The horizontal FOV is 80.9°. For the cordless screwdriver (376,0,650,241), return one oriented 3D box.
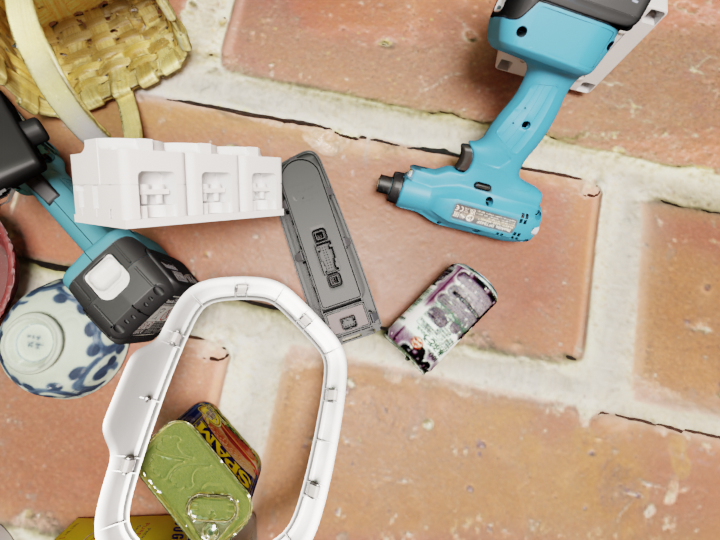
[{"bbox_3d":[0.119,-0.149,0.377,0.160,0.075,0.245,16,120,0],"label":"cordless screwdriver"}]

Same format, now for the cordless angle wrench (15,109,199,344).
[{"bbox_3d":[-0.330,-0.107,0.419,0.431,0.096,0.074,44,84,9],"label":"cordless angle wrench"}]

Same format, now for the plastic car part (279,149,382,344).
[{"bbox_3d":[-0.041,-0.027,0.420,0.066,0.066,0.206,-19,81,2],"label":"plastic car part"}]

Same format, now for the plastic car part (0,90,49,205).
[{"bbox_3d":[-0.302,-0.109,0.352,0.070,0.066,0.118,-36,81,-18],"label":"plastic car part"}]

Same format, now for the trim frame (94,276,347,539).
[{"bbox_3d":[-0.103,0.120,0.342,0.181,0.027,0.252,17,66,-9],"label":"trim frame"}]
